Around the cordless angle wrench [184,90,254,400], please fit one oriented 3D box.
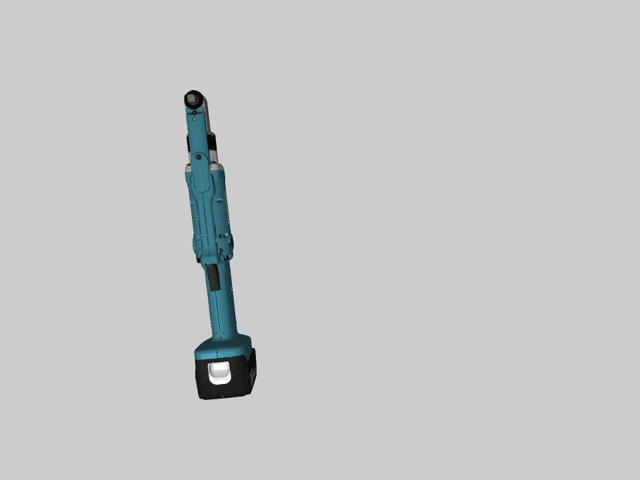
[{"bbox_3d":[-0.152,0.007,0.603,0.074,0.423,0.098,-5,5,-1],"label":"cordless angle wrench"}]
